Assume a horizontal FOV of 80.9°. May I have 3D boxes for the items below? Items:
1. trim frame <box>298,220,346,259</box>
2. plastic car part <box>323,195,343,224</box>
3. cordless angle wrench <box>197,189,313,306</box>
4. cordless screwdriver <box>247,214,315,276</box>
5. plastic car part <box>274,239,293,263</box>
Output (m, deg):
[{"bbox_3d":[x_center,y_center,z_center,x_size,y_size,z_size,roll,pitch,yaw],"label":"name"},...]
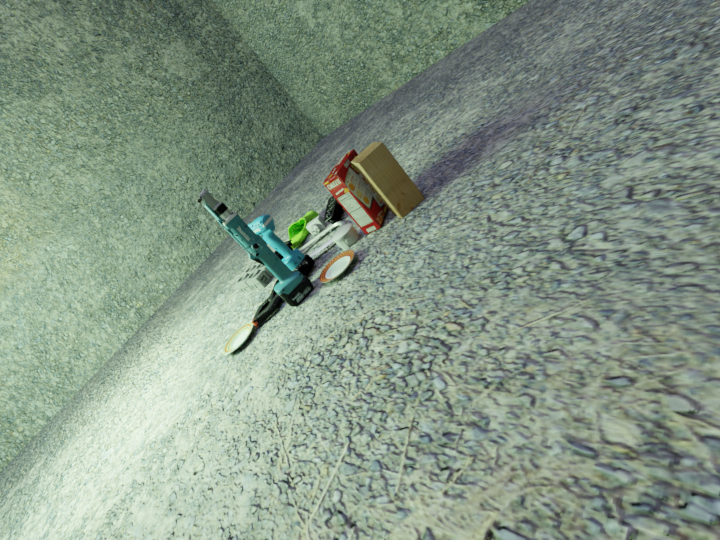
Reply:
[{"bbox_3d":[-0.148,-0.097,1.517,0.251,0.026,0.189,-37,23,13],"label":"trim frame"},{"bbox_3d":[-0.101,-0.234,1.638,0.067,0.065,0.206,-32,24,25],"label":"plastic car part"},{"bbox_3d":[-0.306,-0.070,1.221,0.097,0.410,0.077,-45,17,-10],"label":"cordless angle wrench"},{"bbox_3d":[-0.278,-0.068,1.394,0.165,0.241,0.074,-20,27,47],"label":"cordless screwdriver"},{"bbox_3d":[-0.295,-0.053,1.623,0.068,0.068,0.116,-17,32,50],"label":"plastic car part"}]
